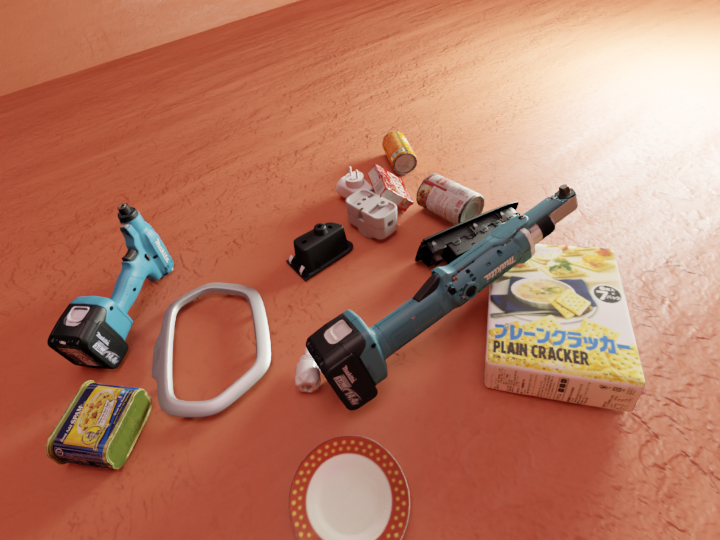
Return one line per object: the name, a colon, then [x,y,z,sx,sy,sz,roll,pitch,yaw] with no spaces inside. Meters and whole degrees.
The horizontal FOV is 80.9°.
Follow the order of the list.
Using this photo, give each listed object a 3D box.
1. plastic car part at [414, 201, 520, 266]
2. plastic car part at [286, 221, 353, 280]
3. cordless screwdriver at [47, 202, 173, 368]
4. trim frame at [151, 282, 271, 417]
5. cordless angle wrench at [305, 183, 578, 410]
plastic car part: [0.192,-0.056,0.697,0.200,0.064,0.070,-27,56,-16]
plastic car part: [-0.072,-0.047,0.741,0.115,0.068,0.070,-34,50,-19]
cordless screwdriver: [-0.397,0.020,0.683,0.076,0.153,0.254,1,46,10]
trim frame: [-0.231,0.108,0.648,0.183,0.026,0.260,-17,45,-6]
cordless angle wrench: [0.127,0.016,0.561,0.420,0.093,0.078,-34,32,-8]
